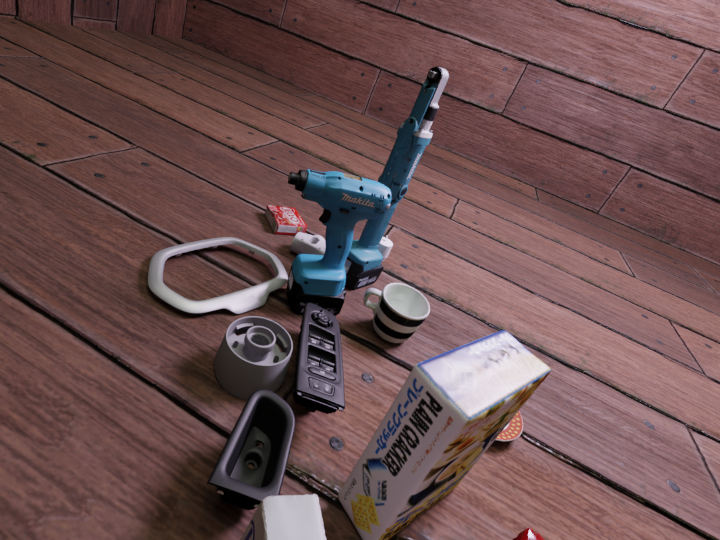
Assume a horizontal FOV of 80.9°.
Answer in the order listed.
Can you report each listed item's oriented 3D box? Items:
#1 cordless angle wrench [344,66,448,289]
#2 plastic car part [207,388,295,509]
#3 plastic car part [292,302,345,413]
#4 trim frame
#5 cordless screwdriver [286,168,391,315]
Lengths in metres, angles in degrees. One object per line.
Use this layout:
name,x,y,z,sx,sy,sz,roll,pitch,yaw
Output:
cordless angle wrench,0.057,-0.155,0.776,0.078,0.419,0.094,40,32,28
plastic car part,-0.110,0.193,0.440,0.066,0.070,0.118,20,29,-4
plastic car part,-0.062,0.122,0.594,0.065,0.066,0.209,16,29,-12
trim frame,-0.239,0.004,0.724,0.193,0.027,0.239,37,33,27
cordless screwdriver,-0.067,-0.044,0.687,0.154,0.246,0.077,12,30,-20
